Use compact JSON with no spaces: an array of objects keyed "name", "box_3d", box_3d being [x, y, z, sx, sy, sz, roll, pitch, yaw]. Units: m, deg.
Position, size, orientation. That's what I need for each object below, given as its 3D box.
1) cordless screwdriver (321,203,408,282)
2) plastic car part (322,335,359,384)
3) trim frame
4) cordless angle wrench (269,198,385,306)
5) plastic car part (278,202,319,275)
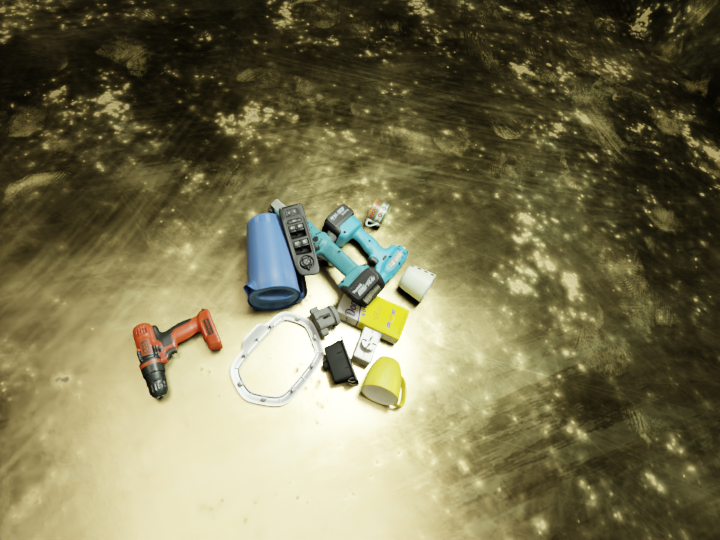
[{"name":"cordless screwdriver","box_3d":[-0.002,-0.064,1.197,0.253,0.073,0.158,37,61,8]},{"name":"plastic car part","box_3d":[-0.054,0.228,1.029,0.070,0.064,0.121,-23,63,-6]},{"name":"trim frame","box_3d":[-0.201,0.210,1.032,0.189,0.027,0.246,35,63,13]},{"name":"cordless angle wrench","box_3d":[-0.113,-0.074,1.155,0.098,0.071,0.444,-47,62,0]},{"name":"plastic car part","box_3d":[-0.162,-0.072,1.111,0.065,0.066,0.209,-13,67,-16]}]
